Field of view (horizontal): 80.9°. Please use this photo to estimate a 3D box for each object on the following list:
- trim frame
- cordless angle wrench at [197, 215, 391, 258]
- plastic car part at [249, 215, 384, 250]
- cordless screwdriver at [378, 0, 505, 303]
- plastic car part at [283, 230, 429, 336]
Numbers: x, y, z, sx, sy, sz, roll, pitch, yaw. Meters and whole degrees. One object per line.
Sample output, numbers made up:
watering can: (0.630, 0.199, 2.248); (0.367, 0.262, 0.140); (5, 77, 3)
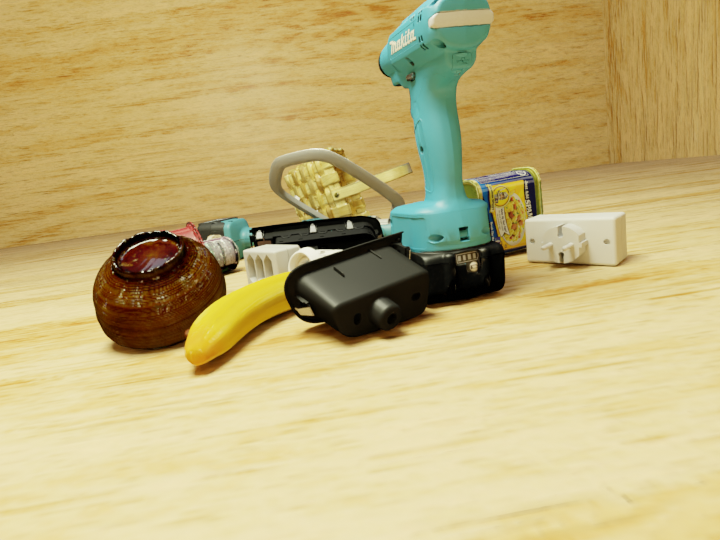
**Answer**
trim frame: (-0.040, -0.123, 0.717); (0.239, 0.028, 0.188); (28, -33, -21)
cordless angle wrench: (-0.080, -0.062, 0.732); (0.436, 0.073, 0.096); (-1, 12, 19)
plastic car part: (-0.061, -0.040, 0.626); (0.202, 0.065, 0.069); (-9, 20, -4)
cordless screwdriver: (0.061, -0.104, 0.396); (0.073, 0.244, 0.164); (-9, 14, -13)
plastic car part: (0.008, 0.020, 0.330); (0.113, 0.064, 0.075); (-19, 29, -32)
